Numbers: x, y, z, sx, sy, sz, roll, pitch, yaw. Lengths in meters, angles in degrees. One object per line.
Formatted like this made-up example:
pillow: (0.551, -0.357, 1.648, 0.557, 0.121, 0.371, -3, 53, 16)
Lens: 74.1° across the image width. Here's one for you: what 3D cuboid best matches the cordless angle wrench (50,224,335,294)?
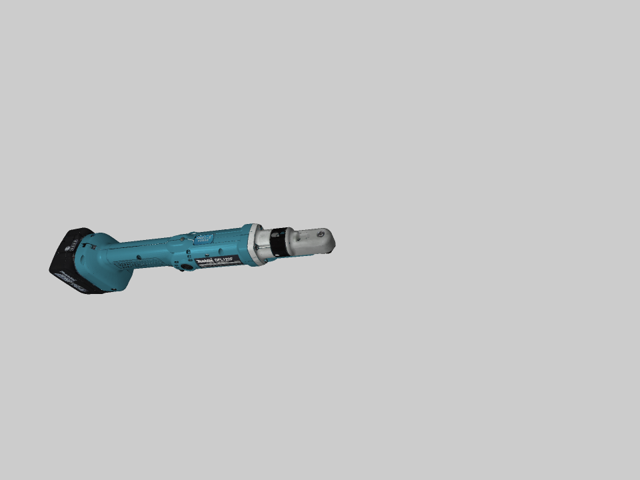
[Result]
cordless angle wrench: (-0.186, 0.018, 0.613, 0.423, 0.074, 0.098, -6, -36, 16)
